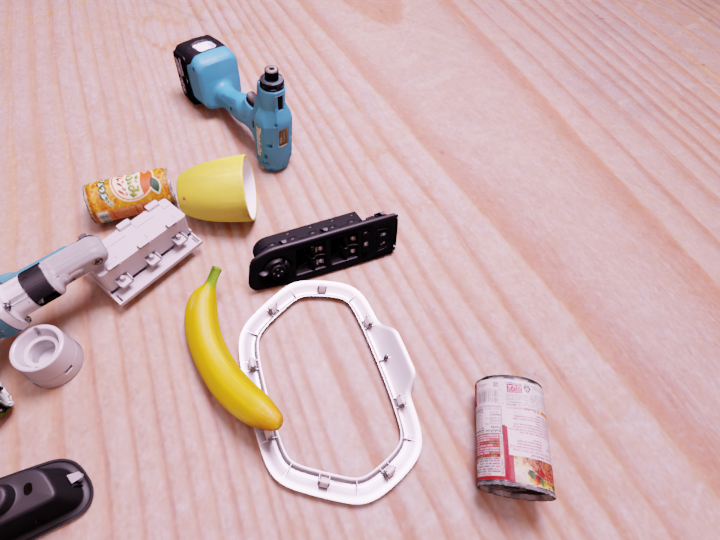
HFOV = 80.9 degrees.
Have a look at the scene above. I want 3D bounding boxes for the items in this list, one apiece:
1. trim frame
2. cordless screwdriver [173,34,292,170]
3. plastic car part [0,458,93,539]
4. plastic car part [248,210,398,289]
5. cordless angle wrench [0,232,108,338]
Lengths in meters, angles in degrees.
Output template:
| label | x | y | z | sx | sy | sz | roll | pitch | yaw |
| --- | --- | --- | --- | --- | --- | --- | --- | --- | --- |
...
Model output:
| label | x | y | z | sx | sy | sz | roll | pitch | yaw |
| --- | --- | --- | --- | --- | --- | --- | --- | --- | --- |
| trim frame | -0.034 | 0.116 | 0.466 | 0.180 | 0.027 | 0.259 | -14 | 57 | -15 |
| cordless screwdriver | -0.189 | -0.277 | 0.634 | 0.073 | 0.155 | 0.259 | -33 | 64 | -26 |
| plastic car part | -0.302 | 0.200 | 0.359 | 0.114 | 0.069 | 0.069 | -20 | 64 | -15 |
| plastic car part | -0.053 | -0.035 | 0.543 | 0.199 | 0.064 | 0.070 | -21 | 53 | -18 |
| cordless angle wrench | -0.435 | 0.091 | 0.388 | 0.417 | 0.072 | 0.102 | -36 | 67 | -18 |
